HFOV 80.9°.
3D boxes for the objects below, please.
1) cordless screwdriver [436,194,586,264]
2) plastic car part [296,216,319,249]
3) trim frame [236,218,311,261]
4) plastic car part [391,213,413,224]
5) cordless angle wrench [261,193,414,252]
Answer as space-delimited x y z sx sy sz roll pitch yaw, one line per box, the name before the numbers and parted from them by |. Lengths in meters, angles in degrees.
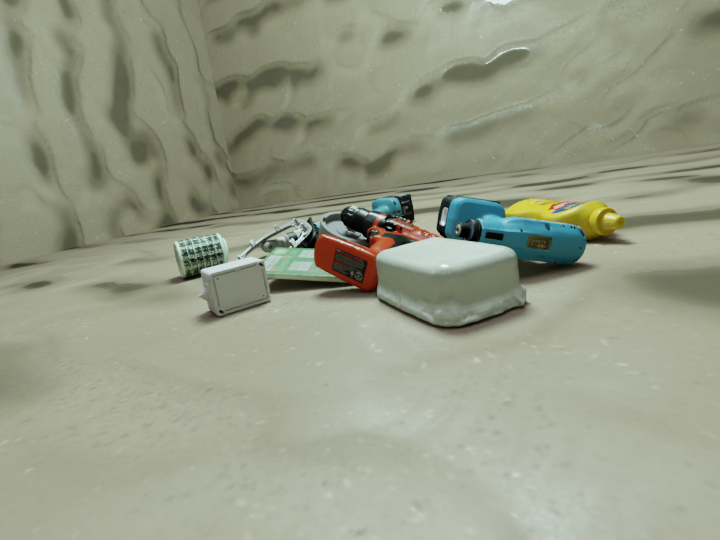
cordless screwdriver | 0.177 -0.066 0.623 0.157 0.073 0.255 6 13 -11
plastic car part | -0.083 -0.055 0.853 0.068 0.066 0.121 22 14 -21
trim frame | -0.187 -0.049 0.860 0.183 0.026 0.259 -37 24 -6
plastic car part | 0.024 -0.086 0.918 0.200 0.067 0.067 -9 4 -8
cordless angle wrench | -0.051 -0.112 1.059 0.410 0.073 0.102 -20 15 -28
